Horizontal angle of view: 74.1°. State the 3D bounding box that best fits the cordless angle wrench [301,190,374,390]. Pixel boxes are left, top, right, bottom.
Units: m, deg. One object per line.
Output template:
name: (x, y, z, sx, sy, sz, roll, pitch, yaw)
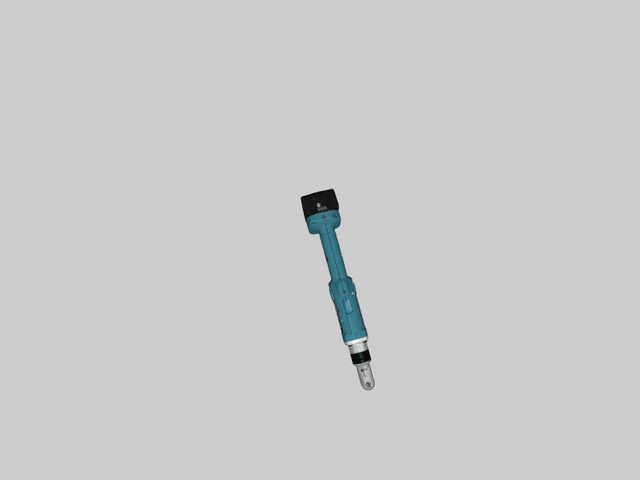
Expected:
cordless angle wrench: (0.046, 0.106, 0.899, 0.074, 0.422, 0.098, -15, -7, -3)
